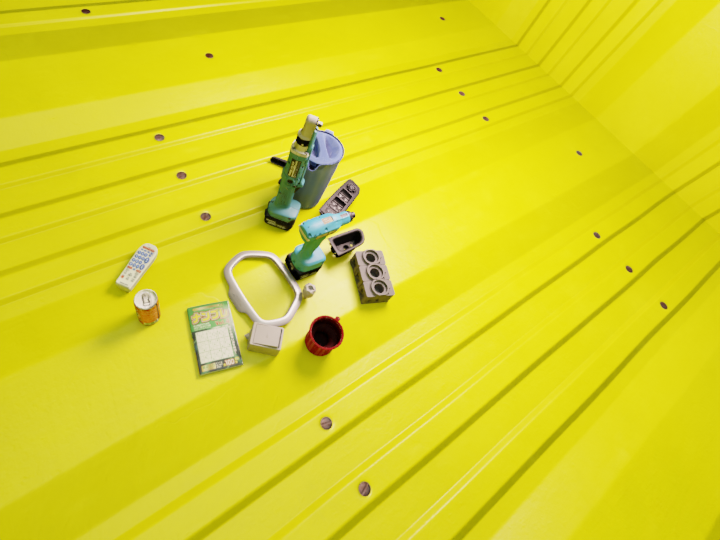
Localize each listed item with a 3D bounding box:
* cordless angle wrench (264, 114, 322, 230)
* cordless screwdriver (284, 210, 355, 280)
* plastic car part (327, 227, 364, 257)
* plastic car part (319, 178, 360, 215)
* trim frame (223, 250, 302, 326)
[{"bbox_3d":[-0.182,-0.257,1.144,0.097,0.422,0.075,22,57,-9],"label":"cordless angle wrench"},{"bbox_3d":[-0.113,-0.074,1.158,0.155,0.248,0.076,-23,73,-30],"label":"cordless screwdriver"},{"bbox_3d":[-0.044,-0.076,1.287,0.113,0.071,0.068,-23,71,-28],"label":"plastic car part"},{"bbox_3d":[-0.066,-0.219,1.370,0.067,0.067,0.202,34,56,2],"label":"plastic car part"},{"bbox_3d":[-0.271,0.046,1.169,0.180,0.027,0.256,-29,71,-29],"label":"trim frame"}]
